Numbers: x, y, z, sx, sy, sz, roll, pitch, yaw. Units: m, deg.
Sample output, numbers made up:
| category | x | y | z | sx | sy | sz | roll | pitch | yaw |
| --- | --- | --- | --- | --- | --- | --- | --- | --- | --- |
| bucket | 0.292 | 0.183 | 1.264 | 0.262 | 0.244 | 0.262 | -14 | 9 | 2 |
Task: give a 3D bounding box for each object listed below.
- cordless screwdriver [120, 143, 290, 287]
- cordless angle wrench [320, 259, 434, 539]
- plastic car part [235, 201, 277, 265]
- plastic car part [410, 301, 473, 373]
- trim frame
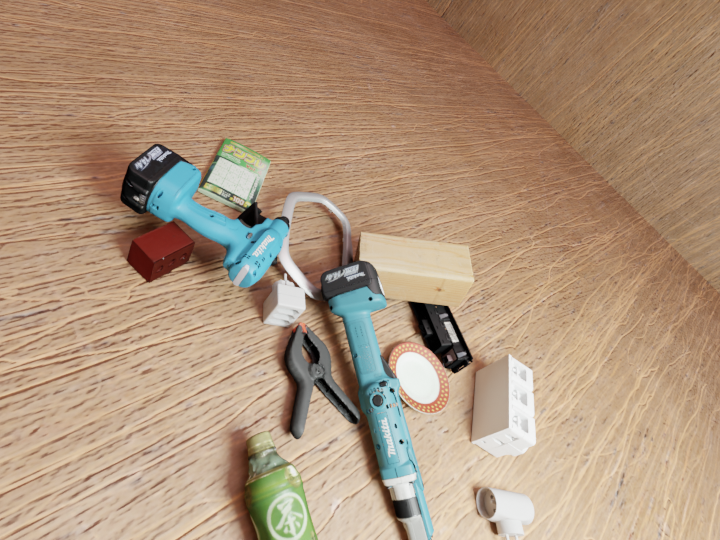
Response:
| category | x | y | z | sx | sy | sz | roll | pitch | yaw |
| --- | --- | --- | --- | --- | --- | --- | --- | --- | --- |
| cordless screwdriver | -0.231 | -0.097 | 0.662 | 0.247 | 0.075 | 0.159 | 36 | 41 | -5 |
| cordless angle wrench | 0.031 | 0.195 | 0.641 | 0.071 | 0.099 | 0.436 | 51 | 22 | -66 |
| plastic car part | -0.177 | -0.051 | 0.752 | 0.067 | 0.067 | 0.121 | 17 | 49 | -43 |
| plastic car part | 0.142 | 0.097 | 0.830 | 0.065 | 0.065 | 0.211 | -2 | 54 | -18 |
| trim frame | -0.079 | -0.052 | 0.813 | 0.175 | 0.028 | 0.256 | 26 | 45 | -29 |
